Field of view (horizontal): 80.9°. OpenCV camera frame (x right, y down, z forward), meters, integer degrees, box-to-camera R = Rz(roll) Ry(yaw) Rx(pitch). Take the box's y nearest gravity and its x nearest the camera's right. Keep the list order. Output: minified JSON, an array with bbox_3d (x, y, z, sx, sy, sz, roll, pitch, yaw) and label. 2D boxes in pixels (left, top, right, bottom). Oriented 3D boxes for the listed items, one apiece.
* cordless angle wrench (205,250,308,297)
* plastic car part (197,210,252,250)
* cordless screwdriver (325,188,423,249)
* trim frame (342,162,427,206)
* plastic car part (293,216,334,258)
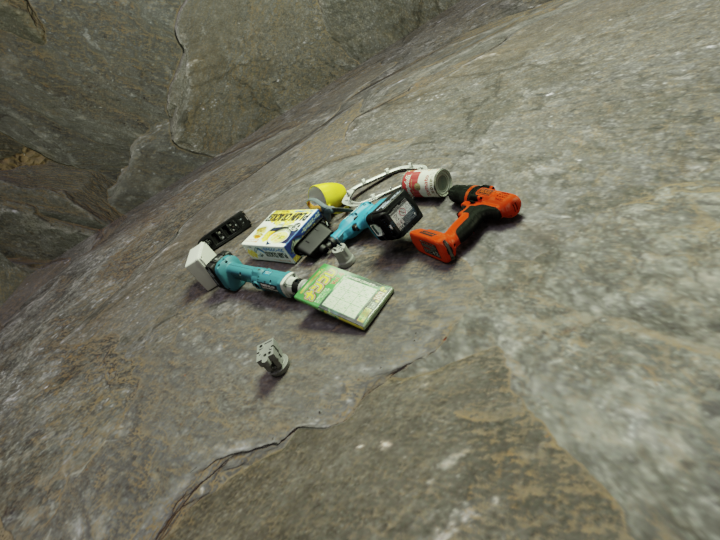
[{"bbox_3d":[-0.238,0.022,1.042,0.446,0.094,0.074,9,46,44],"label":"cordless angle wrench"},{"bbox_3d":[-0.485,-0.134,1.494,0.202,0.064,0.069,-36,21,-4],"label":"plastic car part"},{"bbox_3d":[0.017,-0.104,0.960,0.158,0.072,0.257,-43,18,-16],"label":"cordless screwdriver"},{"bbox_3d":[0.063,-0.237,1.152,0.249,0.026,0.191,-23,29,0],"label":"trim frame"},{"bbox_3d":[-0.105,-0.069,1.078,0.075,0.062,0.116,26,66,40],"label":"plastic car part"}]
